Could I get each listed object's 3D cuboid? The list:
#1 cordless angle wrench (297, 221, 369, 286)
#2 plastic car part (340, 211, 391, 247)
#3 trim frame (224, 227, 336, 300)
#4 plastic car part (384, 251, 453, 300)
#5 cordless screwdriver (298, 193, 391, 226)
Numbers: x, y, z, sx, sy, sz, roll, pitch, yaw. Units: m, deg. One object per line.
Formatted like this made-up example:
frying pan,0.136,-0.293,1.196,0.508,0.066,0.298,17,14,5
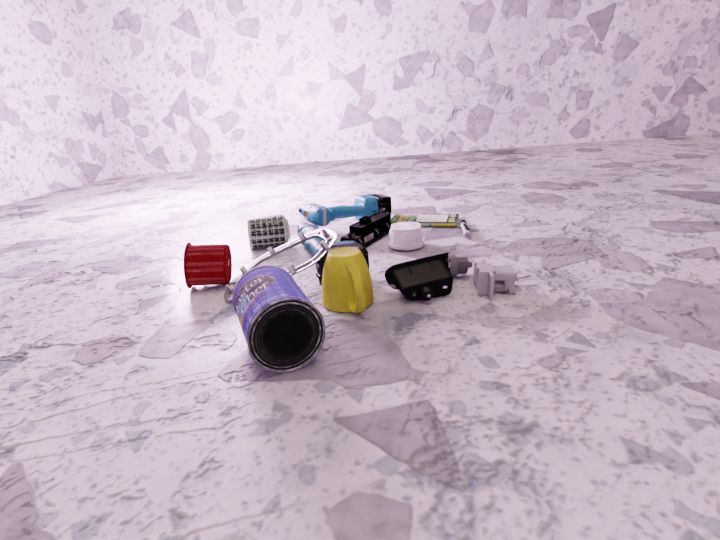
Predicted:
cordless angle wrench,-0.094,-0.062,0.966,0.096,0.073,0.440,-8,18,-17
plastic car part,0.021,-0.107,1.068,0.069,0.066,0.197,1,17,36
trim frame,-0.154,-0.016,0.794,0.253,0.026,0.187,-21,26,18
plastic car part,0.108,0.021,0.718,0.115,0.064,0.074,-13,35,-11
cordless screwdriver,-0.046,-0.173,1.201,0.241,0.073,0.167,-9,20,-26
